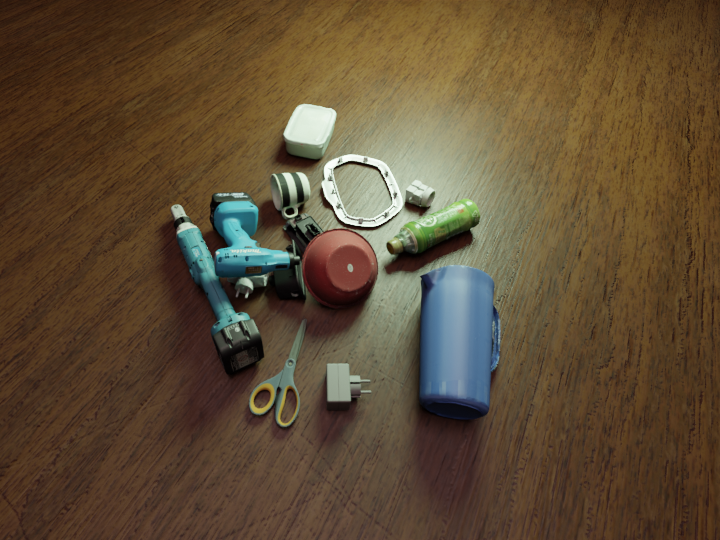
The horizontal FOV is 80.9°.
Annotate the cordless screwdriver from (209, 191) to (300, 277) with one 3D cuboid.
[{"bbox_3d":[-0.227,-0.074,0.868,0.154,0.073,0.262,-4,36,-22],"label":"cordless screwdriver"}]

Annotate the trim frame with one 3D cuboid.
[{"bbox_3d":[0.000,-0.204,1.037,0.182,0.027,0.258,-10,56,-7],"label":"trim frame"}]

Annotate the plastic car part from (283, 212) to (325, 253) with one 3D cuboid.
[{"bbox_3d":[-0.089,-0.058,0.910,0.065,0.066,0.212,-24,60,-27],"label":"plastic car part"}]

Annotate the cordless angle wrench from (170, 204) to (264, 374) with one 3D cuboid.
[{"bbox_3d":[-0.311,0.003,0.846,0.073,0.095,0.445,-22,54,-22],"label":"cordless angle wrench"}]

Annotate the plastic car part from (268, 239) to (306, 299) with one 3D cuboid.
[{"bbox_3d":[-0.152,0.008,0.865,0.072,0.063,0.120,-12,57,7],"label":"plastic car part"}]
